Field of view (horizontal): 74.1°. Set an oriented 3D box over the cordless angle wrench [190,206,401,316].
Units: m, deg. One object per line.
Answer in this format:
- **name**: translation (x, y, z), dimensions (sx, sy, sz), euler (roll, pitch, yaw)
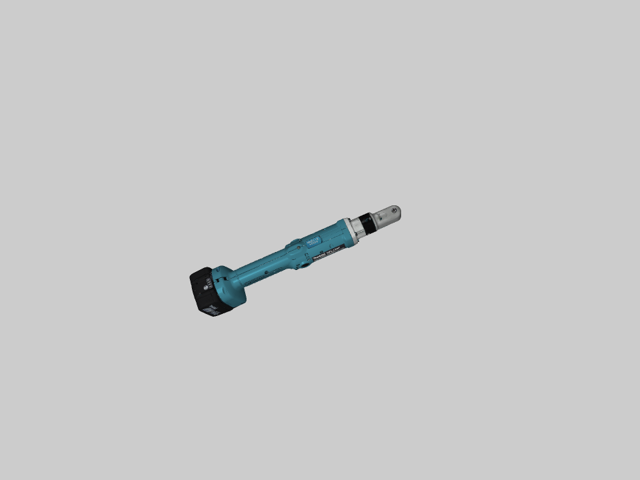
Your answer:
- **cordless angle wrench**: translation (-0.040, 0.027, 0.821), dimensions (0.423, 0.074, 0.098), euler (-24, -23, 1)
